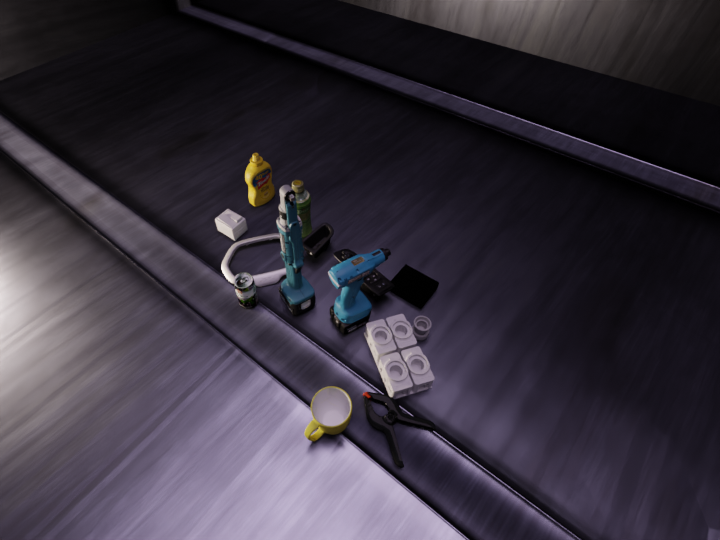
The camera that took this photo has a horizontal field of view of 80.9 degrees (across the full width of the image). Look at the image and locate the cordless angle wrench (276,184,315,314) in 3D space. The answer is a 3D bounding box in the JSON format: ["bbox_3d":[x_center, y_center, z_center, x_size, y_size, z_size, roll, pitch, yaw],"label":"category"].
[{"bbox_3d":[-0.165,-0.044,1.032,0.073,0.410,0.103,-26,57,-23],"label":"cordless angle wrench"}]

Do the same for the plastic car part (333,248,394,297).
[{"bbox_3d":[0.003,0.009,1.207,0.065,0.065,0.213,-32,57,-24],"label":"plastic car part"}]

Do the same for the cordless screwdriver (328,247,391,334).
[{"bbox_3d":[-0.002,0.048,1.062,0.156,0.241,0.078,-26,57,-21],"label":"cordless screwdriver"}]

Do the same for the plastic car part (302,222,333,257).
[{"bbox_3d":[-0.126,-0.082,1.284,0.069,0.069,0.115,32,57,22],"label":"plastic car part"}]

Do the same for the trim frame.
[{"bbox_3d":[-0.296,-0.034,1.275,0.245,0.027,0.193,-13,51,-10],"label":"trim frame"}]
